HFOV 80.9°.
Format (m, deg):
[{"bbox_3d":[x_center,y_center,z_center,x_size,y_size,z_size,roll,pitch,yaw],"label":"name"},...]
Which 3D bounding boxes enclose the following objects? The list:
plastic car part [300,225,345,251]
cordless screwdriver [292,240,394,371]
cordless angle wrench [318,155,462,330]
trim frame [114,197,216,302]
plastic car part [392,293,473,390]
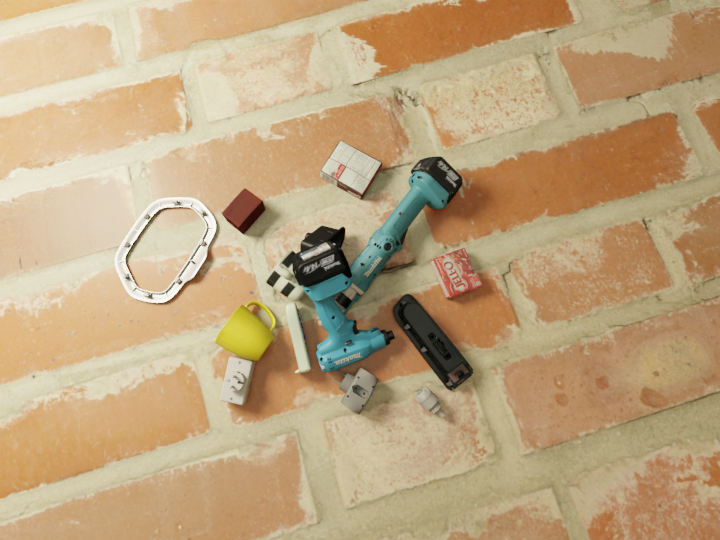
[{"bbox_3d":[-0.086,-0.056,0.883,0.073,0.064,0.116,18,38,16],"label":"plastic car part"},{"bbox_3d":[-0.031,0.065,0.808,0.158,0.077,0.242,-18,109,-9],"label":"cordless screwdriver"},{"bbox_3d":[0.048,-0.052,0.879,0.095,0.077,0.422,40,84,-18],"label":"cordless angle wrench"},{"bbox_3d":[-0.422,-0.051,0.917,0.187,0.027,0.249,29,77,7],"label":"trim frame"},{"bbox_3d":[0.140,0.138,0.839,0.066,0.065,0.208,-37,76,-2],"label":"plastic car part"}]
